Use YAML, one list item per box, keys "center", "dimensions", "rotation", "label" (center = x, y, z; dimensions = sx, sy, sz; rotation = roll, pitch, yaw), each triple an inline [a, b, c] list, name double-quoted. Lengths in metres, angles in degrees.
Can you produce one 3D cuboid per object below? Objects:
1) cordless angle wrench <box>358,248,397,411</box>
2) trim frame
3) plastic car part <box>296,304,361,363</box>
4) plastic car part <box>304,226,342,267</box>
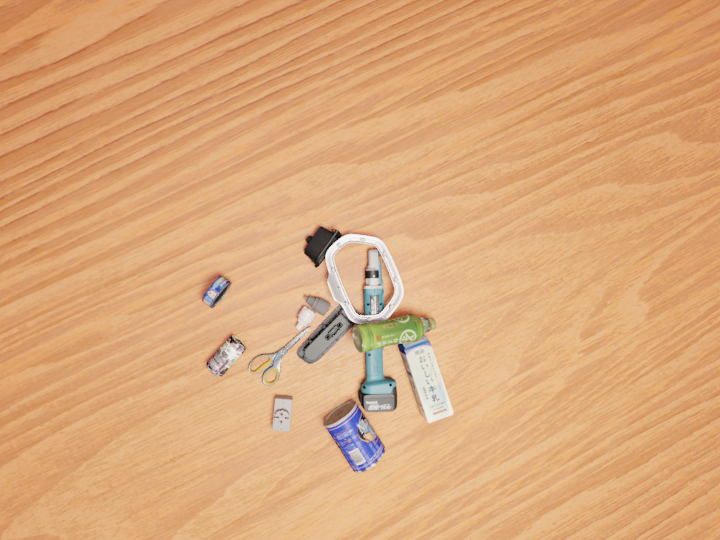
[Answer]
- center: [0.039, 0.153, 1.138]
  dimensions: [0.097, 0.074, 0.426]
  rotation: [-1, 84, -4]
  label: "cordless angle wrench"
- center: [0.007, 0.020, 1.117]
  dimensions: [0.184, 0.027, 0.251]
  rotation: [-21, 83, 0]
  label: "trim frame"
- center: [-0.084, 0.175, 1.137]
  dimensions: [0.203, 0.068, 0.065]
  rotation: [-45, 99, -2]
  label: "plastic car part"
- center: [-0.113, -0.074, 1.157]
  dimensions: [0.073, 0.064, 0.116]
  rotation: [39, 89, 13]
  label: "plastic car part"
